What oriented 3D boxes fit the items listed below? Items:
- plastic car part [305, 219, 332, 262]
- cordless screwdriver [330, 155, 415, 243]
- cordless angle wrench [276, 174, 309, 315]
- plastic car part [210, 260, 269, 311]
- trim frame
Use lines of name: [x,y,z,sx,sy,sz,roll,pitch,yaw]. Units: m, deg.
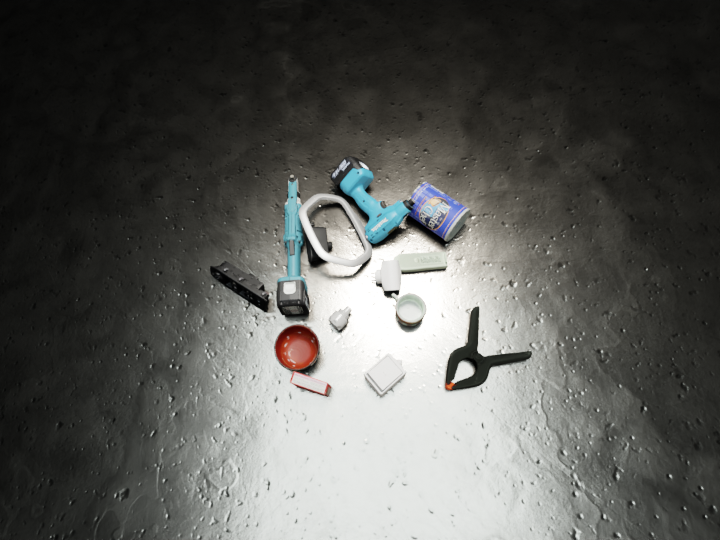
plastic car part: [-0.114,-0.075,1.169,0.070,0.065,0.120,-6,67,-13]
cordless screwdriver: [0.033,-0.215,1.167,0.161,0.071,0.258,-42,64,25]
cordless angle wrench: [-0.186,-0.088,1.172,0.075,0.094,0.435,-6,61,2]
plastic car part: [-0.323,0.031,1.145,0.210,0.064,0.067,25,62,17]
trim frame: [-0.066,-0.113,1.154,0.178,0.027,0.258,-15,61,-27]
